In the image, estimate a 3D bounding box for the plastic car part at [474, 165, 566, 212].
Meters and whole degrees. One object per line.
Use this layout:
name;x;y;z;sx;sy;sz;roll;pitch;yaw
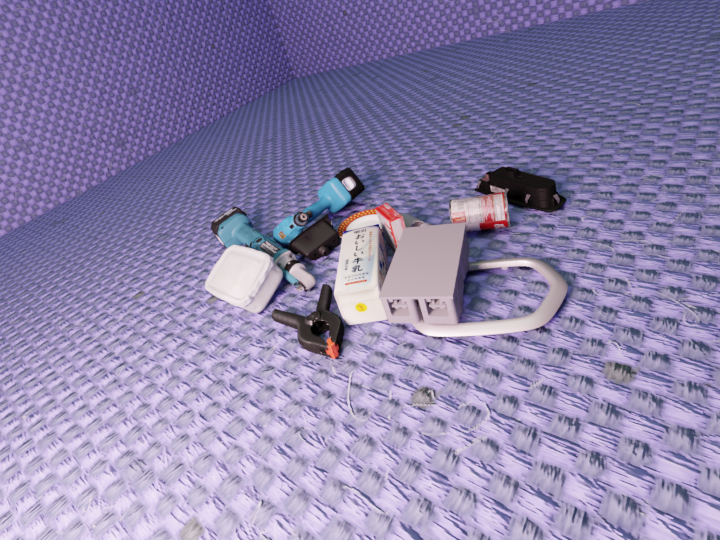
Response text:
plastic car part;0.322;-0.172;0.855;0.065;0.064;0.214;-22;34;-17

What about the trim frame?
trim frame;0.182;0.036;0.660;0.256;0.026;0.187;-10;35;20

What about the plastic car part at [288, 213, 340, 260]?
plastic car part;-0.091;-0.059;0.930;0.115;0.063;0.075;-40;50;-22

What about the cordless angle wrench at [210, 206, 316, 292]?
cordless angle wrench;-0.224;-0.049;0.976;0.097;0.071;0.448;-40;40;-18

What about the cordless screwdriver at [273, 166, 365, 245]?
cordless screwdriver;-0.092;-0.156;1.000;0.245;0.074;0.163;-42;8;-28
